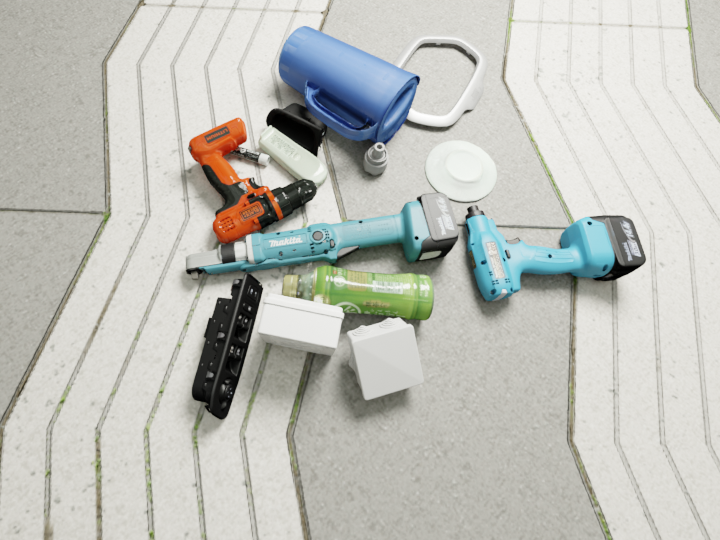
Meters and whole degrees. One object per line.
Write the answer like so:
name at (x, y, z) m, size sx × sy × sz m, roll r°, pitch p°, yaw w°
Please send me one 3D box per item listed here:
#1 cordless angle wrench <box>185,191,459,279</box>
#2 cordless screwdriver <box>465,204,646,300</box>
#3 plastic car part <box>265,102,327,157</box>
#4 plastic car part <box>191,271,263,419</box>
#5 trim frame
cordless angle wrench at (-0.066, -0.043, 0.673) m, size 0.421 × 0.073 × 0.100 m, roll -9°, pitch 70°, yaw -3°
cordless screwdriver at (0.299, -0.045, 0.683) m, size 0.248 × 0.072 × 0.163 m, roll -8°, pitch 69°, yaw -1°
plastic car part at (-0.106, -0.271, 0.771) m, size 0.120 × 0.065 × 0.070 m, roll 34°, pitch 55°, yaw 13°
plastic car part at (-0.196, 0.105, 0.611) m, size 0.068 × 0.064 × 0.206 m, roll 3°, pitch 68°, yaw 7°
trim frame at (0.152, -0.381, 0.838) m, size 0.188 × 0.027 × 0.249 m, roll 27°, pitch 68°, yaw 9°
